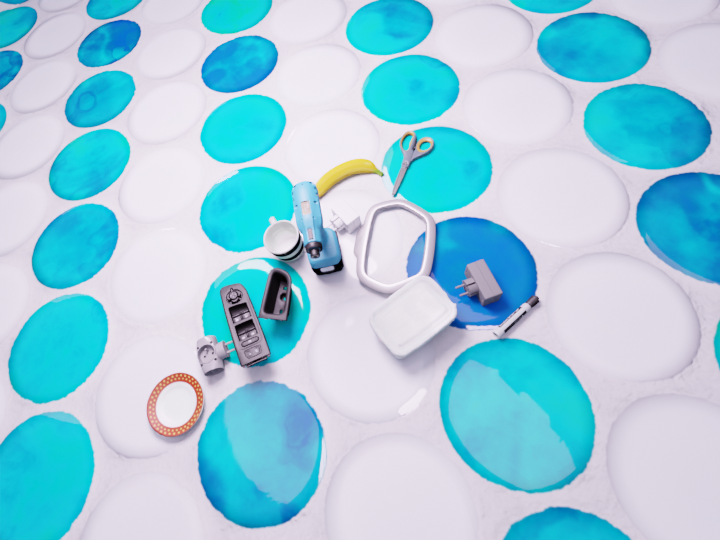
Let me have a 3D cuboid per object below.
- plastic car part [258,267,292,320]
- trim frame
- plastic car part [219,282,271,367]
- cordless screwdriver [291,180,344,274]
[{"bbox_3d":[-0.179,0.061,0.946,0.067,0.068,0.119,3,65,10],"label":"plastic car part"},{"bbox_3d":[0.076,-0.061,0.977,0.189,0.026,0.252,4,65,13],"label":"trim frame"},{"bbox_3d":[-0.254,0.117,0.936,0.066,0.064,0.212,-27,63,-4],"label":"plastic car part"},{"bbox_3d":[-0.087,-0.057,0.888,0.075,0.239,0.164,-12,64,1],"label":"cordless screwdriver"}]
